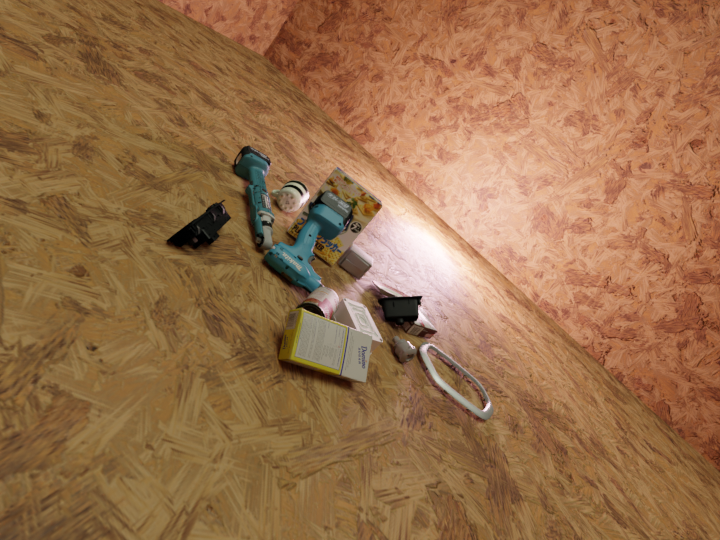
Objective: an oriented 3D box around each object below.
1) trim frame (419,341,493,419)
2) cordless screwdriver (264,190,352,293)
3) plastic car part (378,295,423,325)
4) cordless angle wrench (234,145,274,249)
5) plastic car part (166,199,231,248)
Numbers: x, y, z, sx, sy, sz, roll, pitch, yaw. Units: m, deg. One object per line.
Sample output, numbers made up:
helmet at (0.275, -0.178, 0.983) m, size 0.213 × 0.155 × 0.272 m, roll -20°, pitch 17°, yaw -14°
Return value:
trim frame at (0.245, 0.281, 1.087) m, size 0.247 × 0.027 × 0.185 m, roll 36°, pitch 23°, yaw -5°
cordless screwdriver at (-0.098, -0.064, 1.001) m, size 0.158 × 0.075 × 0.248 m, roll 38°, pitch 56°, yaw -5°
plastic car part at (0.108, 0.110, 1.121) m, size 0.116 × 0.064 × 0.073 m, roll -4°, pitch 58°, yaw -4°
cordless angle wrench at (-0.270, -0.193, 1.117) m, size 0.093 × 0.075 × 0.443 m, roll 25°, pitch 28°, yaw -35°
plastic car part at (-0.310, -0.094, 0.860) m, size 0.065 × 0.067 × 0.207 m, roll 45°, pitch 19°, yaw -19°
